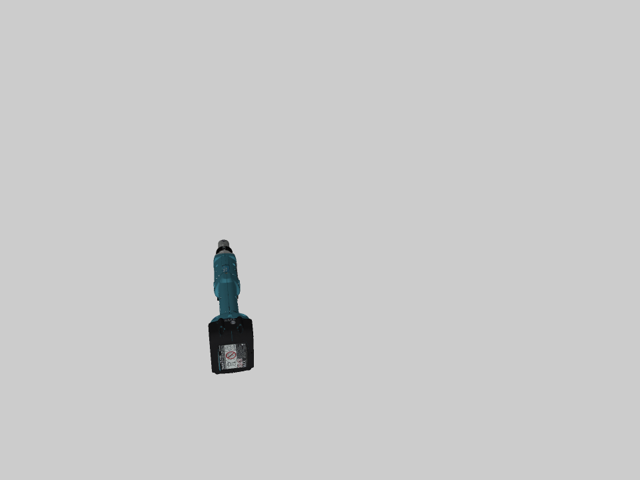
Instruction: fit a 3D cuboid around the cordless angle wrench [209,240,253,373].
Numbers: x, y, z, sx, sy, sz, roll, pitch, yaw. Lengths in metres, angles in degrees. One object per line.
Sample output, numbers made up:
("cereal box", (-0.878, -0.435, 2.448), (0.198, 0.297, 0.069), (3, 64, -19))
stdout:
("cordless angle wrench", (-0.197, 0.101, 0.894), (0.074, 0.098, 0.422), (-3, 27, -13))
